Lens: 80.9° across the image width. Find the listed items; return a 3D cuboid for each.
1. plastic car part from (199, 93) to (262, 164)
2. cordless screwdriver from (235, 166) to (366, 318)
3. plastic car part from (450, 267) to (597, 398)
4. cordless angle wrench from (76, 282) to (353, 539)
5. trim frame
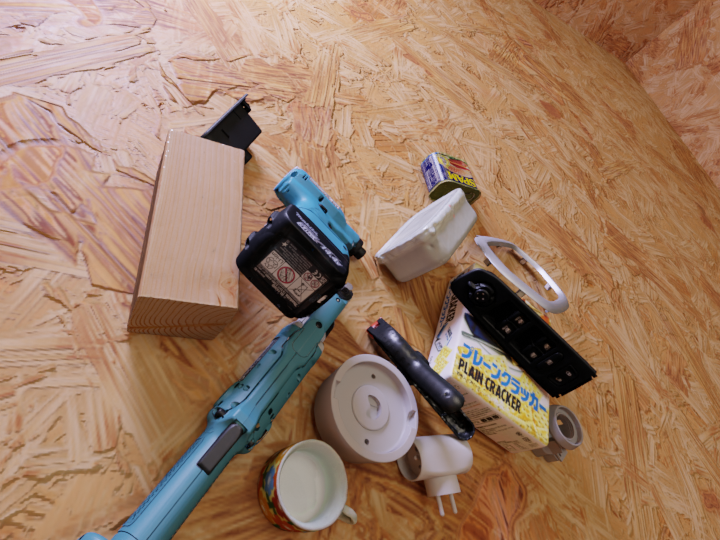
[{"bbox_3d":[-0.181,-0.183,0.596,0.068,0.068,0.118,41,47,-24],"label":"plastic car part"},{"bbox_3d":[-0.049,-0.032,0.505,0.155,0.075,0.254,44,17,-17],"label":"cordless screwdriver"},{"bbox_3d":[0.213,0.069,0.568,0.204,0.067,0.066,43,36,2],"label":"plastic car part"},{"bbox_3d":[-0.110,0.136,0.395,0.074,0.099,0.419,43,42,-4],"label":"cordless angle wrench"},{"bbox_3d":[0.276,0.000,0.729,0.237,0.028,0.192,-4,49,-52],"label":"trim frame"}]
